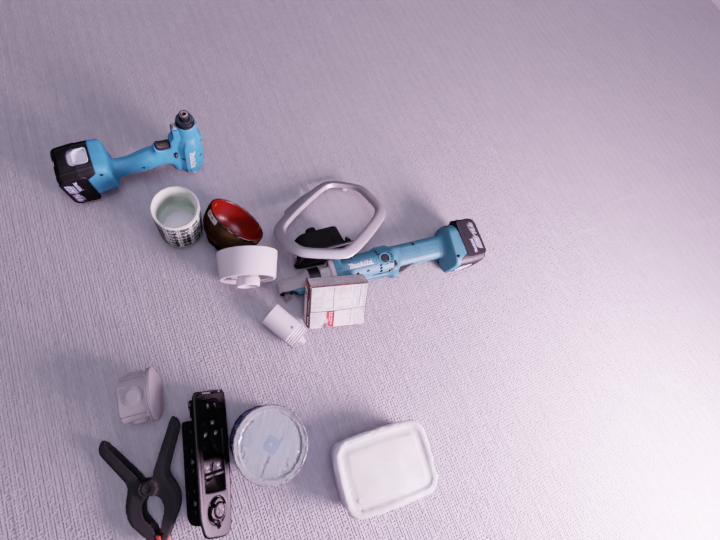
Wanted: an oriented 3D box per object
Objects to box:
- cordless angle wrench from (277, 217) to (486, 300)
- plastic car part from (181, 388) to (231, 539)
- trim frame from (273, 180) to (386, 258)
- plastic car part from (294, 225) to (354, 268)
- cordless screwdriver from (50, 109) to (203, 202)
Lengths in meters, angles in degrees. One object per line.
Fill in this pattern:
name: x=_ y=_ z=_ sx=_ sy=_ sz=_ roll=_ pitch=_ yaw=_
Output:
cordless angle wrench: x=0.042 y=-0.015 z=0.834 sx=0.414 sy=0.074 sz=0.100 roll=-13 pitch=75 yaw=-16
plastic car part: x=-0.239 y=0.292 z=0.641 sx=0.068 sy=0.063 sz=0.209 roll=-22 pitch=69 yaw=17
trim frame: x=-0.058 y=-0.103 z=0.825 sx=0.191 sy=0.027 sz=0.247 roll=23 pitch=51 yaw=18
plastic car part: x=-0.081 y=-0.053 z=0.824 sx=0.114 sy=0.065 sz=0.074 roll=-11 pitch=63 yaw=-17
cordless screwdriver: x=-0.404 y=-0.207 z=0.747 sx=0.243 sy=0.159 sz=0.076 roll=-19 pitch=79 yaw=-19
